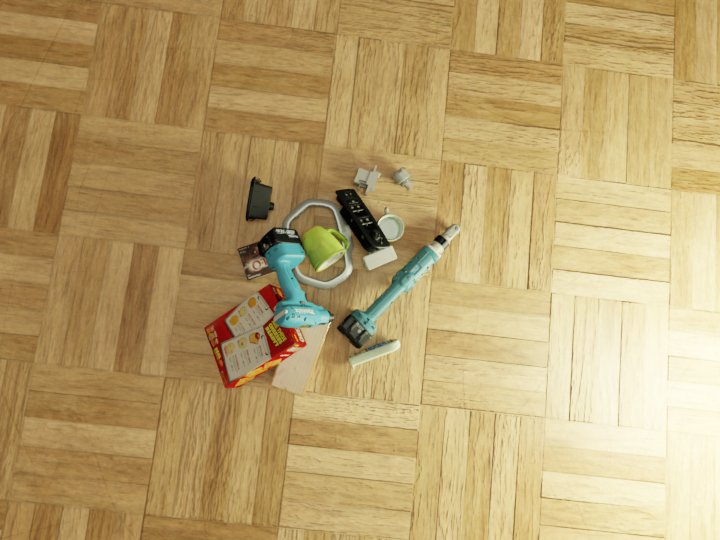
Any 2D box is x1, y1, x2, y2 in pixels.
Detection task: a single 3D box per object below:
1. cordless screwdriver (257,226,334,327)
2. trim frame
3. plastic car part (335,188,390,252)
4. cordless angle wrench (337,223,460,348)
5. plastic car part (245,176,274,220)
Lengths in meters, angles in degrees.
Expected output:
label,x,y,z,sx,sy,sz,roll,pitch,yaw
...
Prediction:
label,x,y,z,sx,sy,sz,roll,pitch,yaw
cordless screwdriver,-0.154,0.020,1.019,0.151,0.075,0.258,9,52,-43
trim frame,-0.111,-0.072,1.133,0.183,0.027,0.251,-13,83,-3
plastic car part,-0.003,-0.124,1.103,0.063,0.067,0.212,-8,52,-43
cordless angle wrench,0.114,0.026,1.101,0.075,0.098,0.421,45,80,2
plastic car part,-0.265,-0.184,1.126,0.069,0.068,0.117,6,87,-19
